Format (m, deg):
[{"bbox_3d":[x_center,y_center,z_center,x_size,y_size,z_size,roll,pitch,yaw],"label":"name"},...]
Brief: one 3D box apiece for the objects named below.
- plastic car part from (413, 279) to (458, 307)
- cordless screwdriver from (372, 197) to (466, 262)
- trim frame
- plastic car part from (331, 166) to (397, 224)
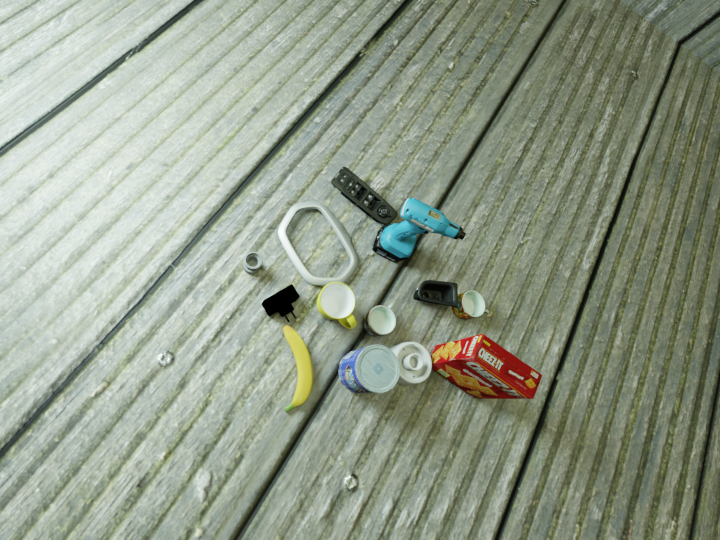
[{"bbox_3d":[0.192,0.064,1.129,0.114,0.071,0.067,8,71,-13],"label":"plastic car part"},{"bbox_3d":[0.139,-0.088,1.072,0.157,0.250,0.075,27,67,-9],"label":"cordless screwdriver"},{"bbox_3d":[-0.110,-0.072,1.122,0.181,0.027,0.252,-31,81,-22],"label":"trim frame"},{"bbox_3d":[0.007,-0.195,1.176,0.203,0.067,0.066,37,66,0],"label":"plastic car part"}]
